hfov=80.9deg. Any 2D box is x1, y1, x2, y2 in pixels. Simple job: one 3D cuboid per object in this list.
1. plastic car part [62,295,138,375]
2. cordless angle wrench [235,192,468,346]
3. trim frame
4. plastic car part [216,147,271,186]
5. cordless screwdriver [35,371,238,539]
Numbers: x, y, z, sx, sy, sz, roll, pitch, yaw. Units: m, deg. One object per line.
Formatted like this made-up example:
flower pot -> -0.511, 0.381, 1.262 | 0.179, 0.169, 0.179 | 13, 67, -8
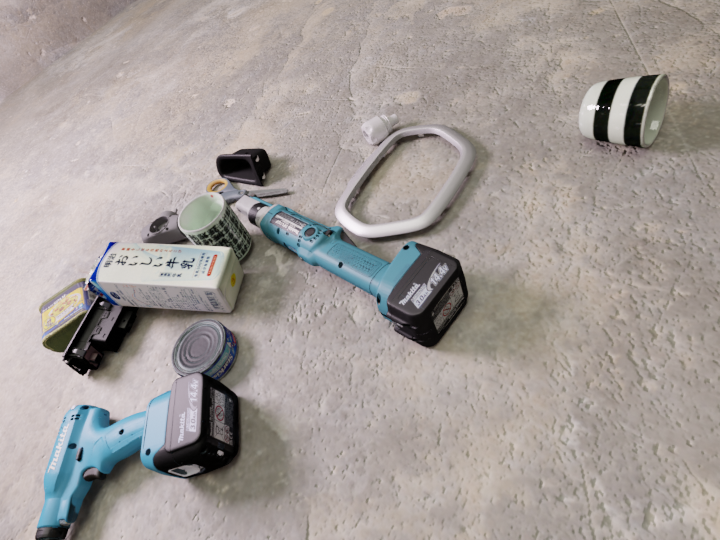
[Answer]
plastic car part -> -0.392, 0.062, 0.679 | 0.068, 0.063, 0.208 | -3, 53, 9
cordless angle wrench -> -0.059, -0.038, 0.601 | 0.448, 0.070, 0.097 | 27, 68, 40
trim frame -> 0.066, -0.143, 0.651 | 0.194, 0.026, 0.248 | 19, 66, 34
plastic car part -> -0.220, -0.211, 0.820 | 0.123, 0.063, 0.070 | 16, 46, 36
cordless screwdriver -> -0.266, 0.220, 0.492 | 0.253, 0.070, 0.165 | -19, 49, 15
